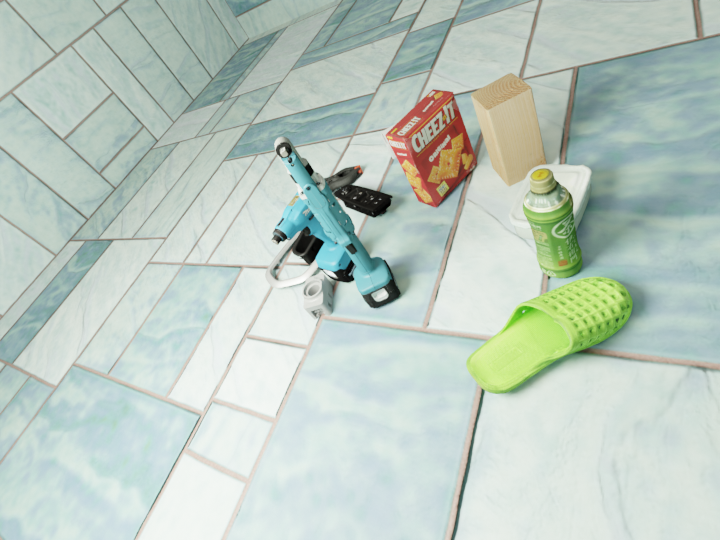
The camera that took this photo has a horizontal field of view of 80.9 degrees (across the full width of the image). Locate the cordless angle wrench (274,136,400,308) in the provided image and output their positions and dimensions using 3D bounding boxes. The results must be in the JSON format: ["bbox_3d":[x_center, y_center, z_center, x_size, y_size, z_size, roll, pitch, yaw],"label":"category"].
[{"bbox_3d":[-0.041,-0.082,0.799,0.075,0.401,0.102,-27,41,10],"label":"cordless angle wrench"}]

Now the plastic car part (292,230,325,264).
[{"bbox_3d":[-0.126,-0.062,1.092,0.069,0.067,0.117,-1,52,34],"label":"plastic car part"}]

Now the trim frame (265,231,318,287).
[{"bbox_3d":[-0.156,-0.049,1.132,0.194,0.026,0.248,13,61,41],"label":"trim frame"}]

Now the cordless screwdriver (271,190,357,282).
[{"bbox_3d":[-0.092,-0.060,0.939,0.078,0.236,0.159,12,59,41],"label":"cordless screwdriver"}]

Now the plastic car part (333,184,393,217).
[{"bbox_3d":[0.007,-0.182,1.113,0.066,0.063,0.215,-46,42,-11],"label":"plastic car part"}]
